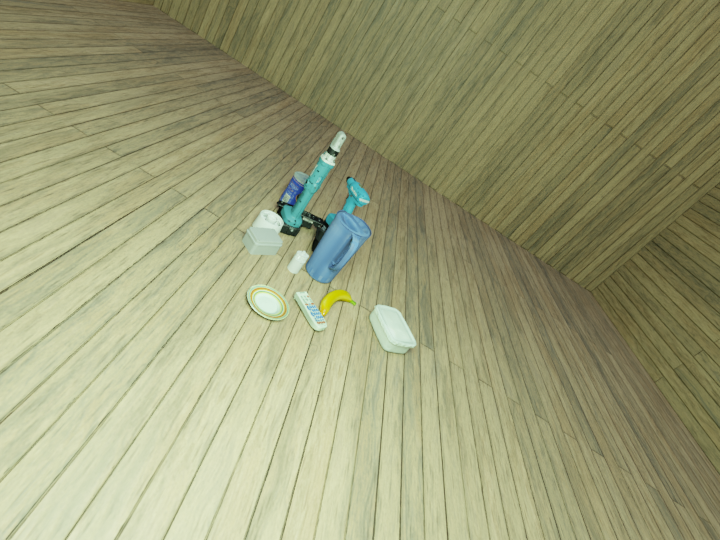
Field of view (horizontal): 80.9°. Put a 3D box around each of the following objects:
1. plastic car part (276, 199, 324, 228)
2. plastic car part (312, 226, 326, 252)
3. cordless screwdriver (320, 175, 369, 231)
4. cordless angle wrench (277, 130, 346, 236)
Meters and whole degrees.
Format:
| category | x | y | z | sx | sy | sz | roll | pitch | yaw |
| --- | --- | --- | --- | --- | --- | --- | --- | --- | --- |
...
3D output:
| category | x | y | z | sx | sy | sz | roll | pitch | yaw |
| --- | --- | --- | --- | --- | --- | --- | --- | --- | --- |
| plastic car part | -0.243 | -0.214 | 1.656 | 0.198 | 0.067 | 0.068 | 28 | 29 | -13 |
| plastic car part | -0.153 | -0.100 | 1.569 | 0.065 | 0.071 | 0.119 | 30 | 28 | -13 |
| cordless screwdriver | -0.071 | -0.249 | 1.702 | 0.070 | 0.249 | 0.167 | 12 | 36 | -40 |
| cordless angle wrench | -0.170 | -0.305 | 1.494 | 0.071 | 0.424 | 0.103 | 17 | 34 | -34 |
